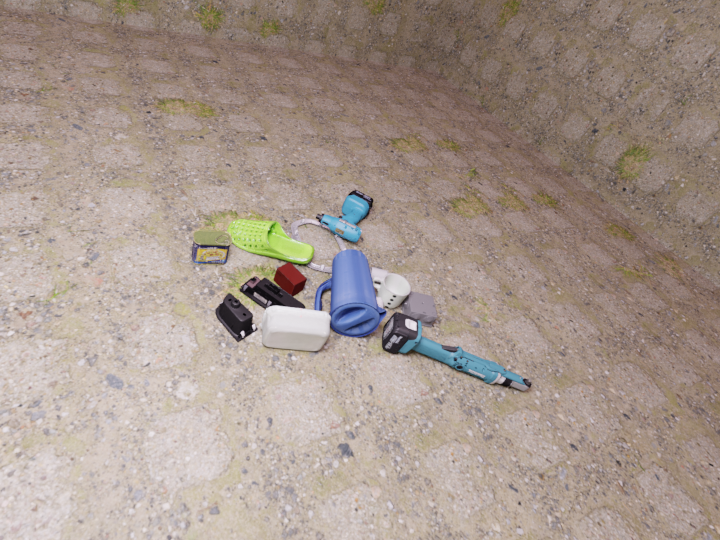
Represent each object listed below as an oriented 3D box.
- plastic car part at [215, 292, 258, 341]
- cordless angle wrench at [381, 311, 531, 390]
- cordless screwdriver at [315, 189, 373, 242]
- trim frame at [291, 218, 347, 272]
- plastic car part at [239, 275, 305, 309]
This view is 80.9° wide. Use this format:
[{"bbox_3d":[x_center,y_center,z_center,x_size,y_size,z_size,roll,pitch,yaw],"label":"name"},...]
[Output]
[{"bbox_3d":[-0.306,0.104,1.037,0.121,0.070,0.064,43,42,18],"label":"plastic car part"},{"bbox_3d":[0.264,0.236,1.135,0.419,0.097,0.075,23,40,-5],"label":"cordless angle wrench"},{"bbox_3d":[-0.051,-0.200,1.470,0.160,0.074,0.250,24,37,1],"label":"cordless screwdriver"},{"bbox_3d":[-0.133,-0.087,1.359,0.178,0.027,0.260,-3,47,-25],"label":"trim frame"},{"bbox_3d":[-0.219,0.074,1.118,0.208,0.067,0.065,36,34,12],"label":"plastic car part"}]
